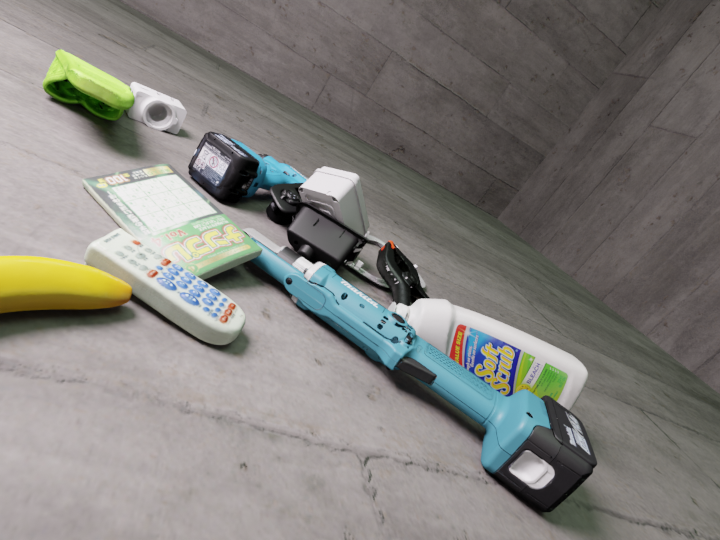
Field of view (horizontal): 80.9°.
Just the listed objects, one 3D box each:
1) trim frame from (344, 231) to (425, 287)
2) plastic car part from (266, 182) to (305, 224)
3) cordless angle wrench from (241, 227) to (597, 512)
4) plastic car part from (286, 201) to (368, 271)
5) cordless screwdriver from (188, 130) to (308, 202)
[{"bbox_3d":[0.024,-0.029,0.759,0.194,0.027,0.236,43,24,31],"label":"trim frame"},{"bbox_3d":[-0.090,-0.113,0.719,0.068,0.068,0.195,59,29,9],"label":"plastic car part"},{"bbox_3d":[0.029,0.074,0.463,0.434,0.074,0.096,34,20,12],"label":"cordless angle wrench"},{"bbox_3d":[-0.060,-0.039,0.610,0.117,0.066,0.071,31,52,1],"label":"plastic car part"},{"bbox_3d":[-0.185,-0.173,0.726,0.166,0.074,0.239,39,17,20],"label":"cordless screwdriver"}]
